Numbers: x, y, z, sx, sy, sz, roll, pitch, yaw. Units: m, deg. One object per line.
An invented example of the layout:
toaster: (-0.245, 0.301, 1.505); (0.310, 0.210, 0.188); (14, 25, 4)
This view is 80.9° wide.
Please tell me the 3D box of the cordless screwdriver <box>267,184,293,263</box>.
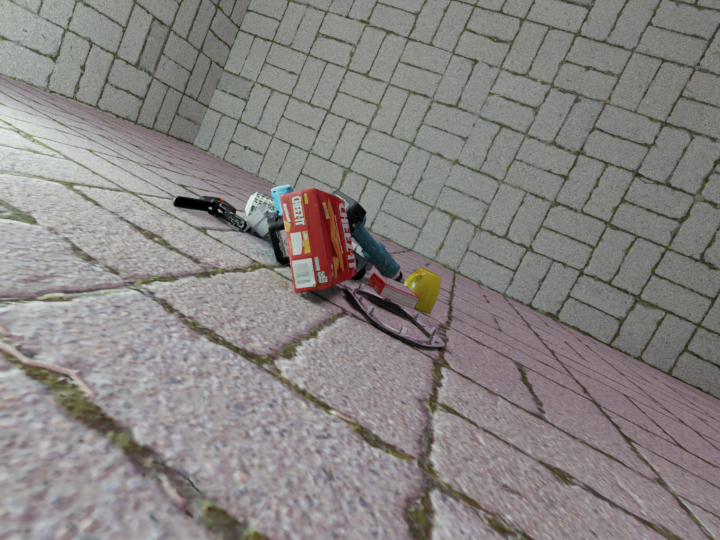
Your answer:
cordless screwdriver: (-0.155, -0.085, 0.934); (0.074, 0.154, 0.258); (-13, 26, -5)

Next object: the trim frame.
trim frame: (0.057, 0.079, 0.803); (0.178, 0.027, 0.258); (20, 11, -21)

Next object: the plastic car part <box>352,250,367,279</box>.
plastic car part: (-0.056, -0.030, 1.045); (0.215, 0.066, 0.064); (32, -21, 47)

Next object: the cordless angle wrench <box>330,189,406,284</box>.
cordless angle wrench: (0.034, -0.047, 1.055); (0.104, 0.074, 0.400); (38, -4, 38)
